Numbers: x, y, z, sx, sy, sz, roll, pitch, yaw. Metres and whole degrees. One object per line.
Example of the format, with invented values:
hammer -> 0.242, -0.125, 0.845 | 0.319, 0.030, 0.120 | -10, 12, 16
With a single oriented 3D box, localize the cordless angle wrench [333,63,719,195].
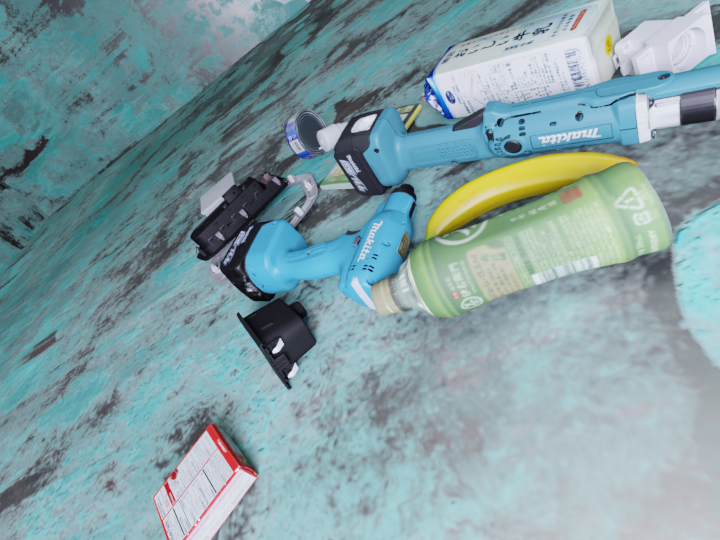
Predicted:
cordless angle wrench -> 0.163, -0.148, 0.443 | 0.444, 0.093, 0.074 | 3, 53, 40

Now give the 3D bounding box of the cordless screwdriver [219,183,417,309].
cordless screwdriver -> -0.052, -0.034, 0.529 | 0.260, 0.070, 0.160 | -2, 51, 37

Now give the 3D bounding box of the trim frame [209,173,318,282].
trim frame -> -0.168, -0.078, 0.719 | 0.194, 0.026, 0.248 | 18, 68, 51

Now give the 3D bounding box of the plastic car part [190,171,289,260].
plastic car part -> -0.215, -0.100, 0.724 | 0.202, 0.063, 0.070 | -51, 42, -8

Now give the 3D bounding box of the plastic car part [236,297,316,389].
plastic car part -> -0.091, 0.065, 0.479 | 0.070, 0.063, 0.122 | -33, 30, -14
